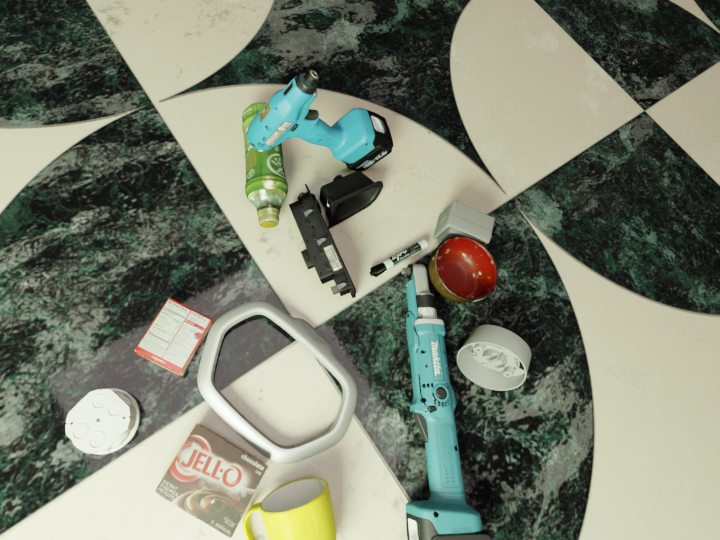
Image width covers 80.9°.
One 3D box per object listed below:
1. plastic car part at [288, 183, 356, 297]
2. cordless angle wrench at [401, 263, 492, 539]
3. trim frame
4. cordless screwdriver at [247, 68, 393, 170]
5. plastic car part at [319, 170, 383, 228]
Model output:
[{"bbox_3d":[-0.068,-0.045,0.698,0.067,0.064,0.208,-22,74,6],"label":"plastic car part"},{"bbox_3d":[0.107,0.187,0.630,0.096,0.074,0.433,3,65,-13],"label":"cordless angle wrench"},{"bbox_3d":[-0.119,0.156,0.616,0.252,0.027,0.183,39,67,6],"label":"trim frame"},{"bbox_3d":[-0.044,-0.240,0.690,0.237,0.163,0.076,-1,71,-42],"label":"cordless screwdriver"},{"bbox_3d":[-0.026,-0.138,0.746,0.114,0.064,0.074,-33,66,-26],"label":"plastic car part"}]
